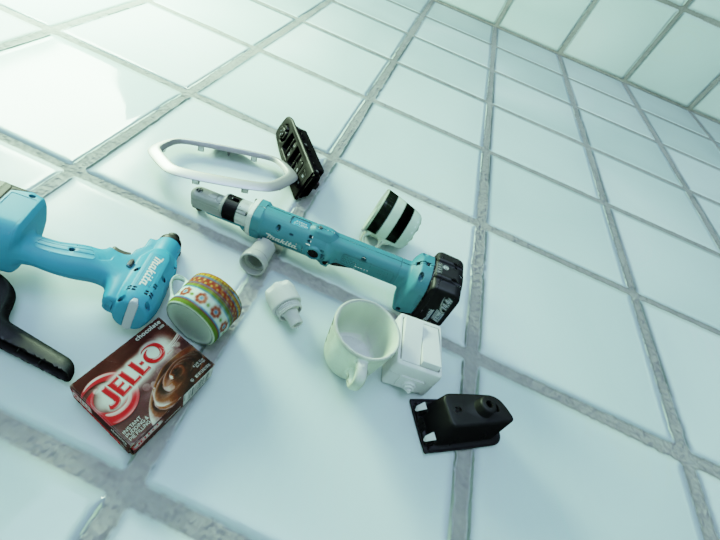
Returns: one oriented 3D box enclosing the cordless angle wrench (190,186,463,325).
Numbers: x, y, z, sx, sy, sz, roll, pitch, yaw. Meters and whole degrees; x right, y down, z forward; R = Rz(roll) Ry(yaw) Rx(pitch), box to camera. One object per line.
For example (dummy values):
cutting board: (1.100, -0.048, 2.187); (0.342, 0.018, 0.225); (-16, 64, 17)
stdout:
cordless angle wrench: (-0.062, -0.041, 0.636); (0.426, 0.096, 0.075); (22, 47, 4)

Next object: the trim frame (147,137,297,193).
trim frame: (-0.228, -0.179, 0.713); (0.243, 0.027, 0.191); (6, 33, -14)

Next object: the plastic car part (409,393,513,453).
plastic car part: (0.132, 0.177, 0.516); (0.113, 0.070, 0.068); (3, 50, -17)

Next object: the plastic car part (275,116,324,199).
plastic car part: (-0.112, -0.220, 0.803); (0.064, 0.066, 0.212); (3, 47, -35)

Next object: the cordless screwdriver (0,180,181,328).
cordless screwdriver: (-0.348, -0.035, 0.513); (0.242, 0.074, 0.164); (23, 33, -15)
